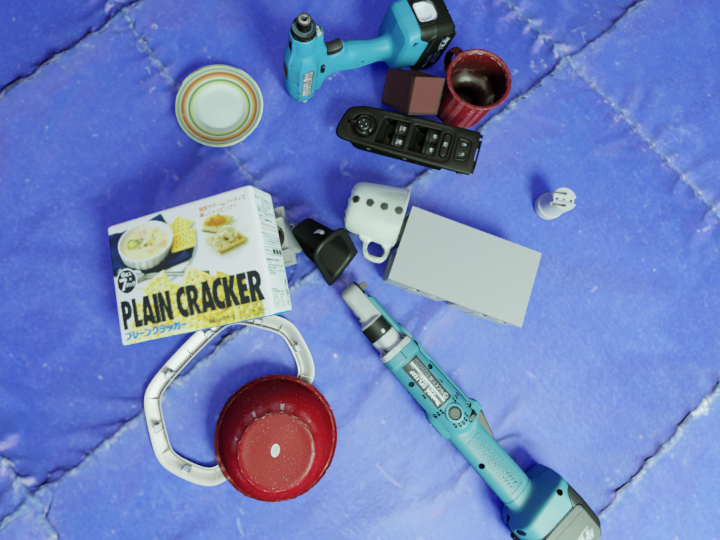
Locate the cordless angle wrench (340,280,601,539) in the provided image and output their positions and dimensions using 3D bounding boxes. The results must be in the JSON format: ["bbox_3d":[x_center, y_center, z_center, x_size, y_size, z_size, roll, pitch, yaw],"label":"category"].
[{"bbox_3d":[0.119,0.184,0.562,0.097,0.073,0.429,-41,82,-9],"label":"cordless angle wrench"}]

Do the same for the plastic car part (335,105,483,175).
[{"bbox_3d":[0.066,-0.190,0.620,0.205,0.066,0.066,17,88,4],"label":"plastic car part"}]

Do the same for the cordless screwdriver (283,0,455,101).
[{"bbox_3d":[0.010,-0.327,0.596,0.246,0.159,0.075,-21,86,-9],"label":"cordless screwdriver"}]

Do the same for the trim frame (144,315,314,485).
[{"bbox_3d":[-0.177,0.166,0.572,0.185,0.027,0.247,43,79,3],"label":"trim frame"}]

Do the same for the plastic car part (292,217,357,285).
[{"bbox_3d":[-0.056,-0.037,0.575,0.074,0.111,0.066,34,79,23],"label":"plastic car part"}]
